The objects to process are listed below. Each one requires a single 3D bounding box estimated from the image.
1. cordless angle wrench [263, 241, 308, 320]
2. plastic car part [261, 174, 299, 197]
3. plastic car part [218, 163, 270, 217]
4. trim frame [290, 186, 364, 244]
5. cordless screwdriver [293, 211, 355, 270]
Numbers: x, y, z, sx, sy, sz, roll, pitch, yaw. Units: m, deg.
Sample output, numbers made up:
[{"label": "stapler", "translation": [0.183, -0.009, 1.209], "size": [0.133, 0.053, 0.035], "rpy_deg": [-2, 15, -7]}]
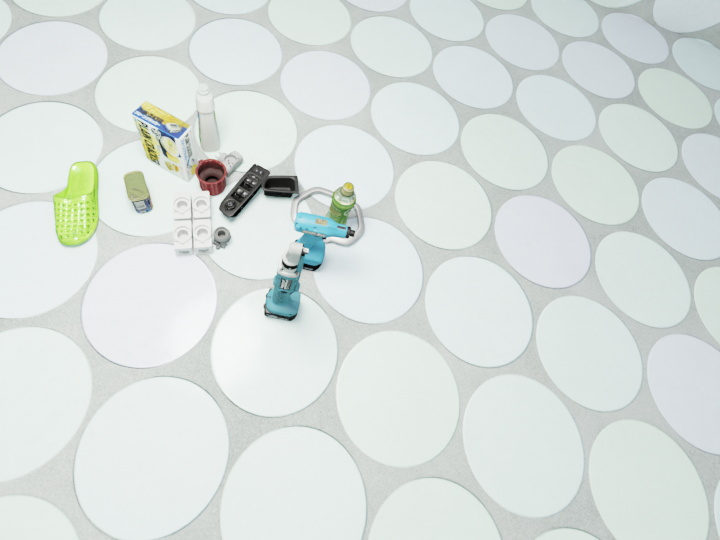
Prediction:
[{"label": "cordless angle wrench", "translation": [-0.179, 0.029, 1.026], "size": [0.097, 0.420, 0.076], "rpy_deg": [13, 66, -9]}, {"label": "plastic car part", "translation": [-0.258, -0.259, 1.341], "size": [0.114, 0.070, 0.068], "rpy_deg": [-1, 67, -11]}, {"label": "plastic car part", "translation": [-0.364, -0.240, 1.317], "size": [0.067, 0.066, 0.202], "rpy_deg": [32, 64, 3]}, {"label": "trim frame", "translation": [-0.104, -0.174, 1.351], "size": [0.249, 0.027, 0.185], "rpy_deg": [23, 64, 2]}, {"label": "cordless screwdriver", "translation": [-0.116, -0.076, 1.181], "size": [0.158, 0.247, 0.076], "rpy_deg": [13, 65, -8]}]
